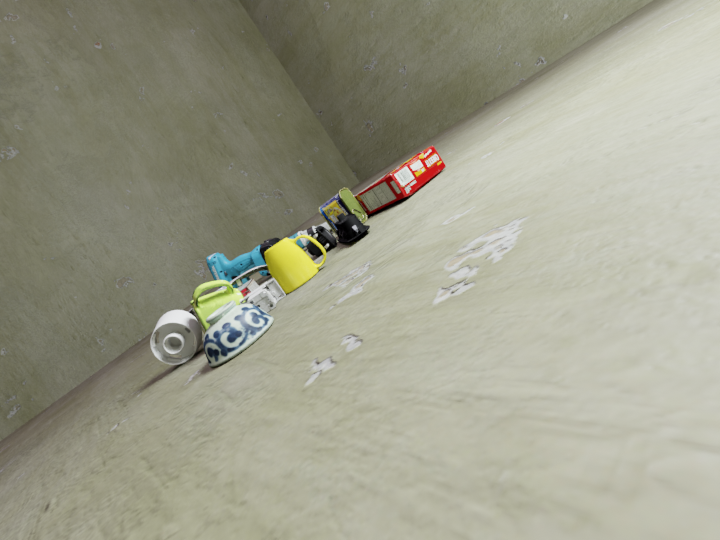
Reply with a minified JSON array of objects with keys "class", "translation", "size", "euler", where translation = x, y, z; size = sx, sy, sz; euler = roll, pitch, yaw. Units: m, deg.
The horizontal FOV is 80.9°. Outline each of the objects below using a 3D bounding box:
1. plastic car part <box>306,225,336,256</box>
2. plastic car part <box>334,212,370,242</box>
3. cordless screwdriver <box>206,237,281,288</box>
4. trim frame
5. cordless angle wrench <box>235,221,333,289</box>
[{"class":"plastic car part","translation":[-0.103,-0.067,1.054],"size":[0.071,0.065,0.117],"euler":[-48,6,6]},{"class":"plastic car part","translation":[-0.025,-0.100,0.959],"size":[0.066,0.066,0.207],"euler":[-28,13,-5]},{"class":"cordless screwdriver","translation":[-0.340,0.000,1.296],"size":[0.254,0.155,0.074],"euler":[-15,16,17]},{"class":"trim frame","translation":[-0.280,0.056,0.952],"size":[0.250,0.028,0.177],"euler":[-30,-14,9]},{"class":"cordless angle wrench","translation":[-0.272,-0.051,1.369],"size":[0.429,0.097,0.074],"euler":[-28,6,15]}]
